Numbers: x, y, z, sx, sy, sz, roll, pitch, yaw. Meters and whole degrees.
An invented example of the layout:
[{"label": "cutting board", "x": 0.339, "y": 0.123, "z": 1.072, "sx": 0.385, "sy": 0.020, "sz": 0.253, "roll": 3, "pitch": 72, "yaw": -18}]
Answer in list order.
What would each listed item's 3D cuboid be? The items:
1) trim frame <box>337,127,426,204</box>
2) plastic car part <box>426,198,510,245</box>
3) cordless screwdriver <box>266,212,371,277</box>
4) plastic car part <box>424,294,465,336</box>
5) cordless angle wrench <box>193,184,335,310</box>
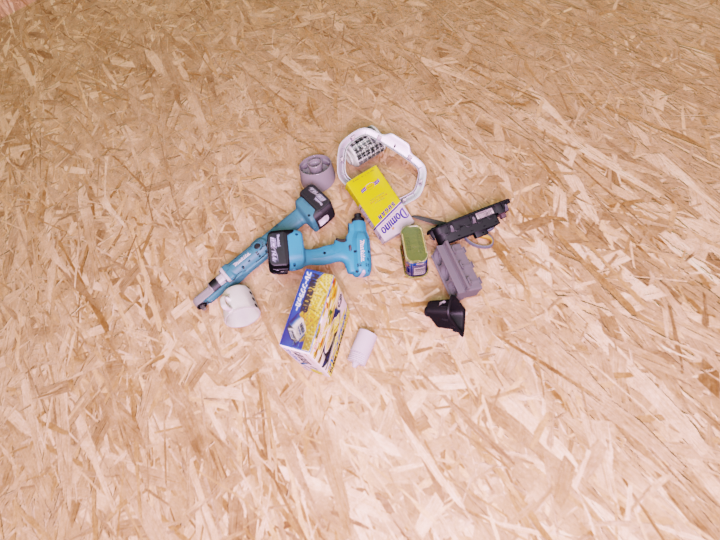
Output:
[{"label": "trim frame", "x": 0.053, "y": -0.268, "z": 1.102, "sx": 0.251, "sy": 0.027, "sz": 0.184, "roll": 34, "pitch": 84, "yaw": 5}, {"label": "plastic car part", "x": 0.253, "y": -0.104, "z": 0.990, "sx": 0.203, "sy": 0.066, "sz": 0.067, "roll": -17, "pitch": 87, "yaw": -1}, {"label": "cordless screwdriver", "x": -0.099, "y": -0.065, "z": 1.012, "sx": 0.246, "sy": 0.074, "sz": 0.162, "roll": 0, "pitch": 71, "yaw": -8}, {"label": "plastic car part", "x": 0.175, "y": 0.091, "z": 0.899, "sx": 0.074, "sy": 0.110, "sz": 0.067, "roll": -5, "pitch": 60, "yaw": 33}, {"label": "cordless angle wrench", "x": -0.251, "y": -0.051, "z": 1.073, "sx": 0.421, "sy": 0.071, "sz": 0.102, "roll": -41, "pitch": 66, "yaw": -8}]
